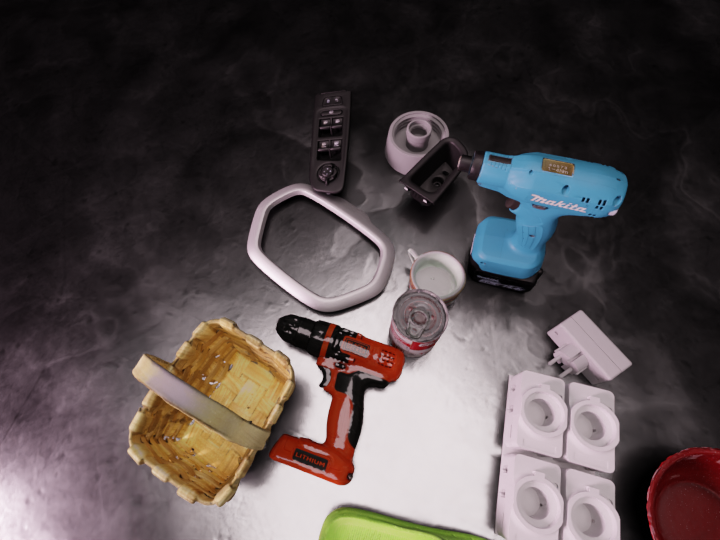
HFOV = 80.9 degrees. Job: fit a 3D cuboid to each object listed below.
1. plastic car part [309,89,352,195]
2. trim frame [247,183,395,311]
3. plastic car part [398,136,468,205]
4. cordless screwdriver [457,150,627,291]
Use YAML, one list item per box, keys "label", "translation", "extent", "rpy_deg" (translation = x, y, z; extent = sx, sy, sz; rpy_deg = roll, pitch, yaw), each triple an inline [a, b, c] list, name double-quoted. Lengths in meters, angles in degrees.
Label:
- label: "plastic car part"
  translation: [-0.050, -0.212, 0.726]
  extent: [0.067, 0.065, 0.207]
  rpy_deg: [1, 65, 4]
- label: "trim frame"
  translation: [-0.065, -0.043, 0.670]
  extent: [0.258, 0.027, 0.183]
  rpy_deg: [34, 73, 19]
- label: "plastic car part"
  translation: [0.122, -0.148, 0.676]
  extent: [0.068, 0.069, 0.116]
  rpy_deg: [38, 74, 18]
- label: "cordless screwdriver"
  translation: [0.185, -0.060, 0.533]
  extent: [0.163, 0.241, 0.075]
  rpy_deg: [17, 68, 9]
